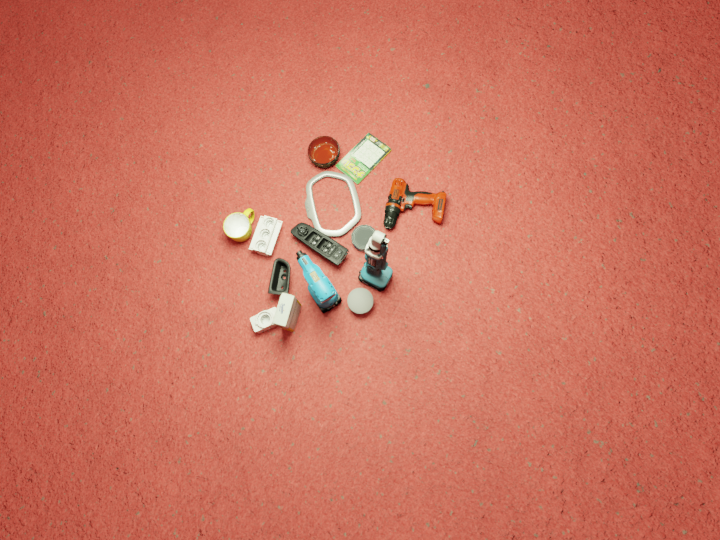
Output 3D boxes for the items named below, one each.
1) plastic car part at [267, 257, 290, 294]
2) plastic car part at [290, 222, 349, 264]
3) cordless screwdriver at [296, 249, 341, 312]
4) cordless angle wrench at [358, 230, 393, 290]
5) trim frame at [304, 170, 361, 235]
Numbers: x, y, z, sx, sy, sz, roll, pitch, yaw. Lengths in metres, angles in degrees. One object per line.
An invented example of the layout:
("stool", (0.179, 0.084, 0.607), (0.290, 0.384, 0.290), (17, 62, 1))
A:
("plastic car part", (-0.251, 0.025, 1.356), (0.067, 0.069, 0.118), (5, 74, 5))
("plastic car part", (-0.135, -0.088, 1.380), (0.209, 0.065, 0.066), (34, 79, 14))
("cordless screwdriver", (-0.127, 0.036, 1.248), (0.074, 0.243, 0.164), (-33, 76, -7))
("cordless angle wrench", (0.043, -0.030, 1.160), (0.100, 0.413, 0.074), (29, 78, 8))
("trim frame", (-0.098, -0.230, 1.440), (0.184, 0.027, 0.255), (-15, 72, 2))
